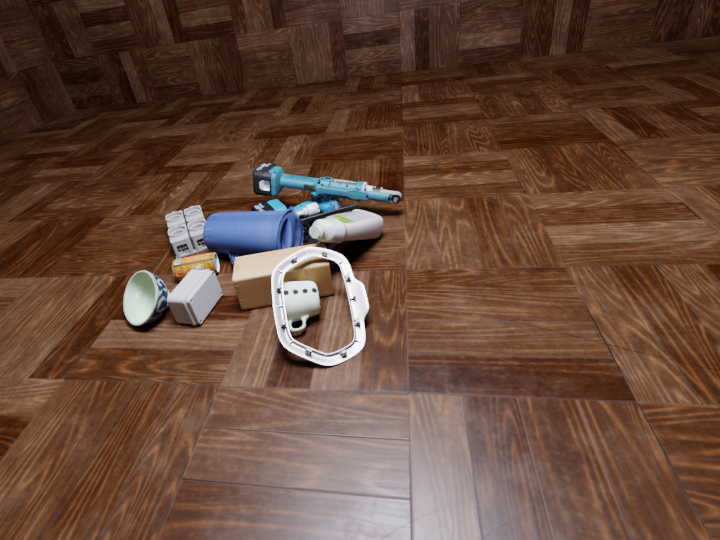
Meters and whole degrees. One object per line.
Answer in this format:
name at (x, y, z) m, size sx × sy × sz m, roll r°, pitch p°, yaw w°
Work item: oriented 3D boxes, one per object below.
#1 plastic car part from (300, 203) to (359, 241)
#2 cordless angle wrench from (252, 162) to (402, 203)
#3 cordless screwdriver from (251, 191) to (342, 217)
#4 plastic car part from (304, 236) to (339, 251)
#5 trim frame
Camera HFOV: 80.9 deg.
plastic car part at (-0.102, -0.129, 1.144) m, size 0.200 × 0.064 × 0.070 m, roll -18°, pitch 26°, yaw -13°
cordless angle wrench at (-0.095, -0.235, 1.193) m, size 0.434 × 0.072 × 0.098 m, roll 10°, pitch 32°, yaw 14°
cordless screwdriver at (-0.193, -0.184, 1.234) m, size 0.243 × 0.072 × 0.168 m, roll -18°, pitch 36°, yaw -19°
plastic car part at (-0.105, -0.069, 1.072) m, size 0.074 × 0.063 × 0.116 m, roll -3°, pitch 36°, yaw 35°
trim frame at (-0.078, 0.060, 0.821) m, size 0.180 × 0.027 × 0.257 m, roll -4°, pitch 59°, yaw -14°
